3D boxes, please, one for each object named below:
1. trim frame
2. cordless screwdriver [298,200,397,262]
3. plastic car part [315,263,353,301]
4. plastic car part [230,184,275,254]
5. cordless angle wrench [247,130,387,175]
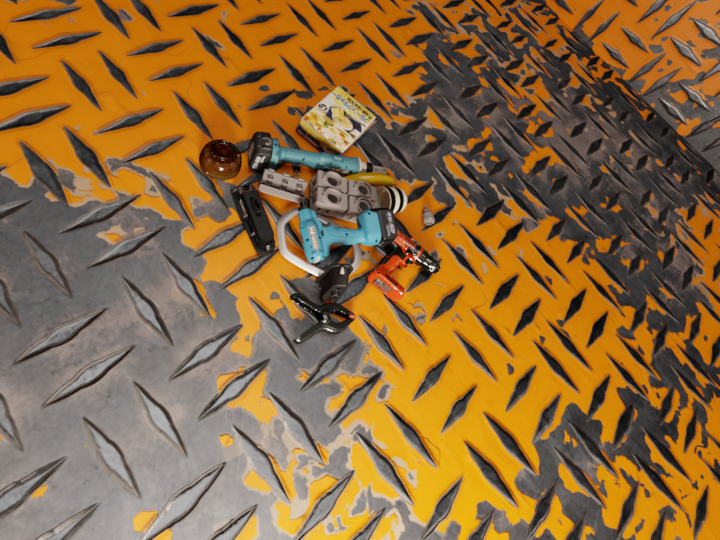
[{"bbox_3d":[-0.110,-0.072,1.122,0.246,0.027,0.186,26,59,-6],"label":"trim frame"},{"bbox_3d":[-0.038,-0.119,1.099,0.243,0.075,0.162,-12,78,-16],"label":"cordless screwdriver"},{"bbox_3d":[-0.062,0.037,1.027,0.064,0.117,0.073,15,59,-19],"label":"plastic car part"},{"bbox_3d":[-0.264,-0.139,1.075,0.064,0.068,0.208,-12,72,-36],"label":"plastic car part"},{"bbox_3d":[-0.106,-0.309,1.209,0.407,0.099,0.076,3,69,-25],"label":"cordless angle wrench"}]
